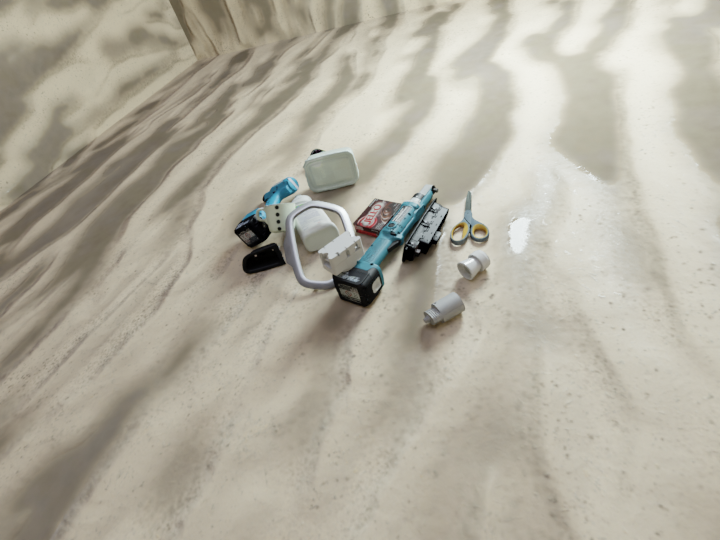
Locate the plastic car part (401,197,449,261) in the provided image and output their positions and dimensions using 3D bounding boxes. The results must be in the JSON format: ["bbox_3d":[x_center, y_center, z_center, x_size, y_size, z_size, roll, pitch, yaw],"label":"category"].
[{"bbox_3d":[0.165,-0.101,1.027,0.070,0.063,0.203,14,52,21],"label":"plastic car part"}]

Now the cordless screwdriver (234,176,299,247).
[{"bbox_3d":[-0.295,-0.179,1.291,0.165,0.071,0.250,-17,36,42],"label":"cordless screwdriver"}]

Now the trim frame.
[{"bbox_3d":[-0.104,-0.068,1.067,0.184,0.027,0.256,-15,68,1],"label":"trim frame"}]

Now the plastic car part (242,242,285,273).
[{"bbox_3d":[-0.266,-0.041,1.157,0.118,0.064,0.072,-16,26,11],"label":"plastic car part"}]

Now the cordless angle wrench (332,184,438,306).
[{"bbox_3d":[0.082,-0.090,1.048,0.103,0.071,0.420,13,50,34],"label":"cordless angle wrench"}]
